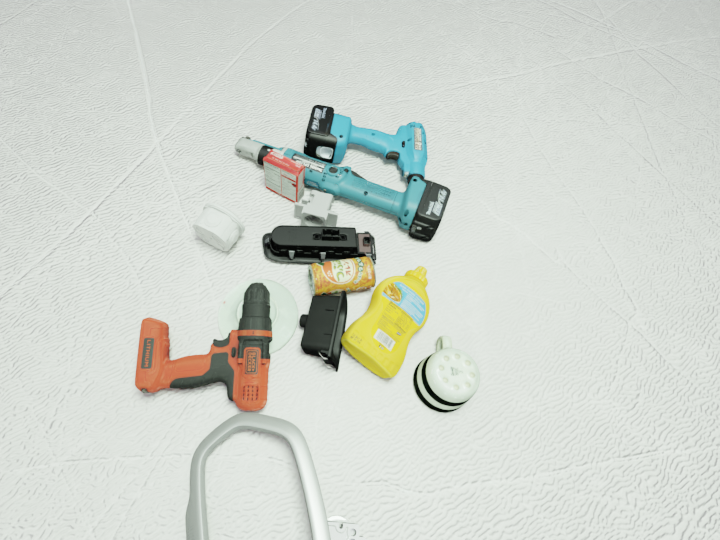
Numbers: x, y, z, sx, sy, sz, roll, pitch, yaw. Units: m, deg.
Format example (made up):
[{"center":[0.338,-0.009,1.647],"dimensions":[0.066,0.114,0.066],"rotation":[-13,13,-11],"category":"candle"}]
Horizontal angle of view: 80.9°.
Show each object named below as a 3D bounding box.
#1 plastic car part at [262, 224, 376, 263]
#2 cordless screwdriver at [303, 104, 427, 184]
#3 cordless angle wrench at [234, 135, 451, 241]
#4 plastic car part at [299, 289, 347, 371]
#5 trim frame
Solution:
[{"center":[-0.072,-0.047,0.735],"dimensions":[0.203,0.066,0.068],"rotation":[0,68,-1],"category":"plastic car part"},{"center":[0.012,-0.242,0.845],"dimensions":[0.247,0.073,0.163],"rotation":[7,60,-5],"category":"cordless screwdriver"},{"center":[-0.051,-0.174,0.804],"dimensions":[0.432,0.072,0.098],"rotation":[21,61,11],"category":"cordless angle wrench"},{"center":[-0.061,0.088,0.661],"dimensions":[0.072,0.063,0.119],"rotation":[0,57,10],"category":"plastic car part"},{"center":[-0.134,0.300,0.519],"dimensions":[0.184,0.026,0.260],"rotation":[-23,55,0],"category":"trim frame"}]
